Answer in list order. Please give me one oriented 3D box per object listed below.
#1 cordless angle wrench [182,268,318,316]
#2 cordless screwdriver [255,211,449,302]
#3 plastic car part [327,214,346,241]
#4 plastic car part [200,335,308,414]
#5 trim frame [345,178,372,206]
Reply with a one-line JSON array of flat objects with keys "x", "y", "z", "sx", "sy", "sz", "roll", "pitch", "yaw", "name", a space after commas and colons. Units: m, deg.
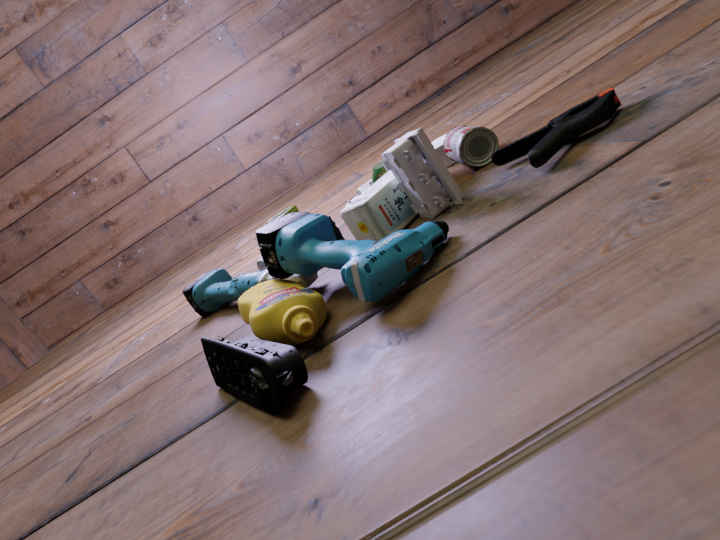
[{"x": -0.220, "y": 0.032, "z": 0.811, "sx": 0.441, "sy": 0.072, "sz": 0.097, "roll": -8, "pitch": 29, "yaw": 49, "name": "cordless angle wrench"}, {"x": -0.019, "y": -0.035, "z": 0.566, "sx": 0.155, "sy": 0.072, "sz": 0.262, "roll": -32, "pitch": 29, "yaw": -34, "name": "cordless screwdriver"}, {"x": -0.079, "y": -0.052, "z": 0.811, "sx": 0.119, "sy": 0.066, "sz": 0.069, "roll": -30, "pitch": 0, "yaw": 23, "name": "plastic car part"}, {"x": -0.116, "y": 0.105, "z": 0.461, "sx": 0.065, "sy": 0.066, "sz": 0.211, "roll": -12, "pitch": 3, "yaw": -31, "name": "plastic car part"}, {"x": 0.062, "y": -0.228, "z": 1.065, "sx": 0.246, "sy": 0.027, "sz": 0.191, "roll": -42, "pitch": 18, "yaw": -19, "name": "trim frame"}]
